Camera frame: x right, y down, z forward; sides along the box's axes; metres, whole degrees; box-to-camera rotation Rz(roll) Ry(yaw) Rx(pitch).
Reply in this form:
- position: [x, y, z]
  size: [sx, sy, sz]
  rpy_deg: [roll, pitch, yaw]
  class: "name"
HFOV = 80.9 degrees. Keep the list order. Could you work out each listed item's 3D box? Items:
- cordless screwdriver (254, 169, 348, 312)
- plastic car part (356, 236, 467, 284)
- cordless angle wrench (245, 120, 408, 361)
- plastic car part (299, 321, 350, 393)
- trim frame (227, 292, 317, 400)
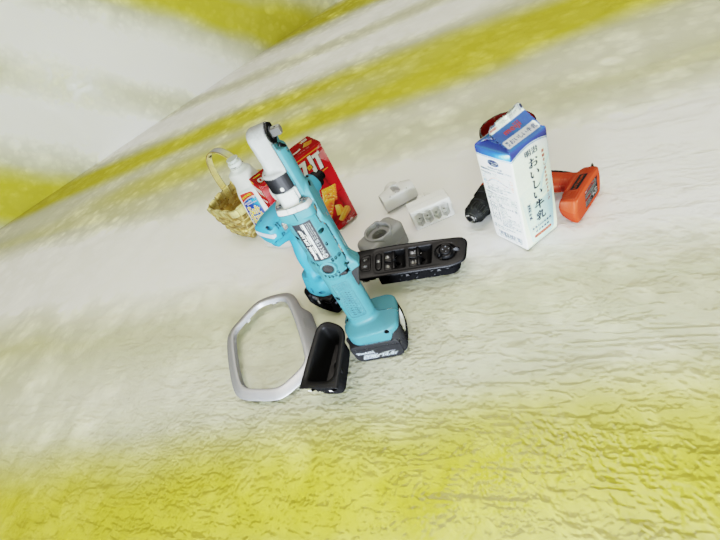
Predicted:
- position: [-0.076, -0.049, 0.773]
  size: [0.078, 0.236, 0.158]
  rpy_deg: [15, 56, 42]
  class: "cordless screwdriver"
- position: [0.092, -0.010, 0.761]
  size: [0.209, 0.064, 0.068]
  rpy_deg: [-12, 42, 22]
  class: "plastic car part"
- position: [-0.041, -0.020, 0.590]
  size: [0.100, 0.402, 0.076]
  rpy_deg: [-15, 40, 18]
  class: "cordless angle wrench"
- position: [-0.044, 0.149, 0.680]
  size: [0.068, 0.067, 0.118]
  rpy_deg: [-9, 44, 24]
  class: "plastic car part"
- position: [-0.169, 0.139, 0.803]
  size: [0.184, 0.026, 0.261]
  rpy_deg: [-31, 39, 1]
  class: "trim frame"
